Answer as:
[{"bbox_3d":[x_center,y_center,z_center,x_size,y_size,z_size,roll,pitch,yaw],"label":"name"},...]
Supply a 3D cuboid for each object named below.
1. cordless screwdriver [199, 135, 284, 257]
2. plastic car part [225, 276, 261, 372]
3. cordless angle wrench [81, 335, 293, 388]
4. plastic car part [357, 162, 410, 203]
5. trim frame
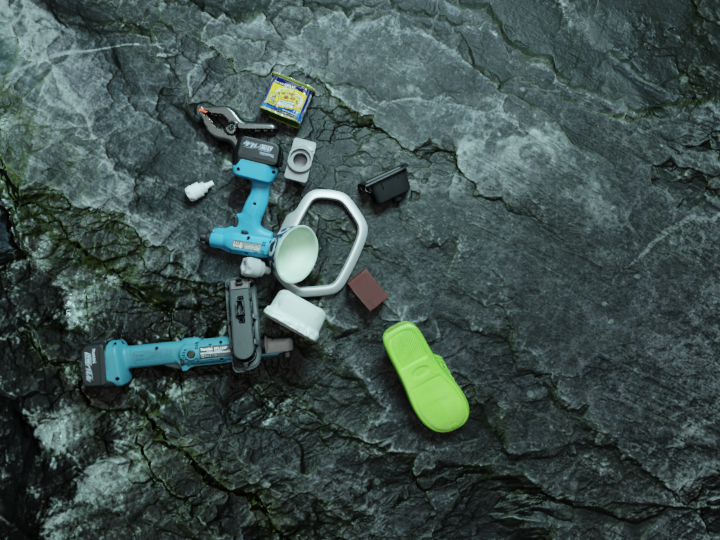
[{"bbox_3d":[-0.249,-0.156,0.894,0.159,0.075,0.246,9,100,-2],"label":"cordless screwdriver"},{"bbox_3d":[-0.241,0.102,0.870,0.065,0.067,0.208,-5,69,-15],"label":"plastic car part"},{"bbox_3d":[-0.354,0.175,0.894,0.420,0.075,0.098,-5,89,-4],"label":"cordless angle wrench"},{"bbox_3d":[0.064,-0.183,0.928,0.116,0.068,0.069,-22,106,-7],"label":"plastic car part"},{"bbox_3d":[-0.091,-0.060,0.932,0.183,0.027,0.248,25,89,-2],"label":"trim frame"}]
